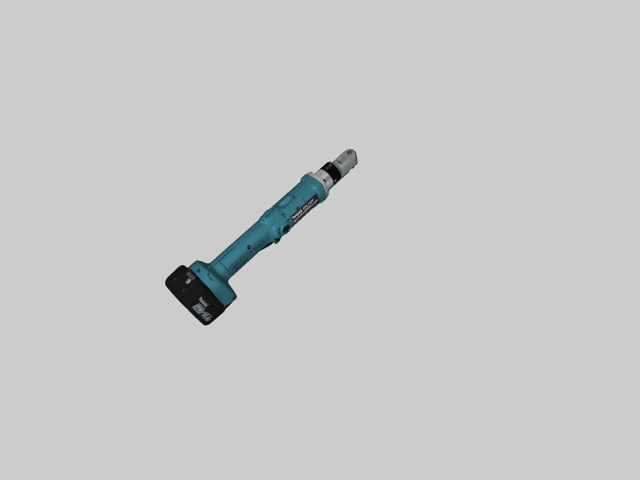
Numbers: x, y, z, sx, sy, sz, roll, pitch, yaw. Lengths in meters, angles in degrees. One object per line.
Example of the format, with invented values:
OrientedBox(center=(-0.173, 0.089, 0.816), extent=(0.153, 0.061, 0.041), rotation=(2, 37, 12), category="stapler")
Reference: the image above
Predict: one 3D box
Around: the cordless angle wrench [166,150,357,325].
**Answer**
OrientedBox(center=(-0.079, -0.030, 0.764), extent=(0.074, 0.422, 0.098), rotation=(36, -20, 31), category="cordless angle wrench")
